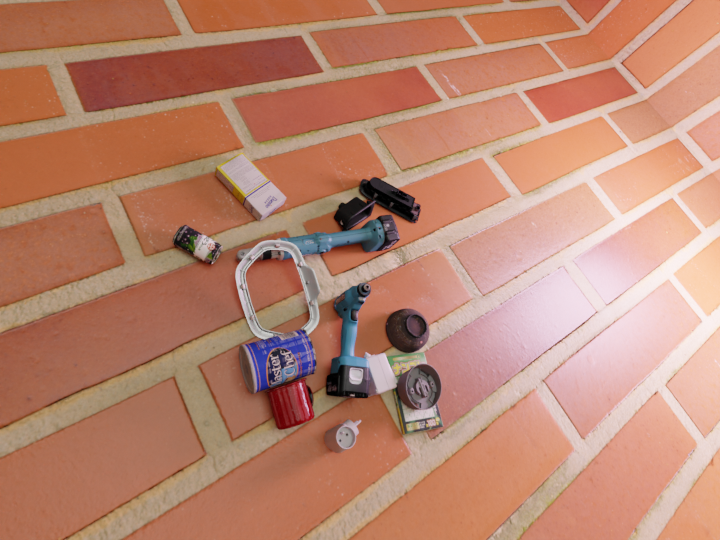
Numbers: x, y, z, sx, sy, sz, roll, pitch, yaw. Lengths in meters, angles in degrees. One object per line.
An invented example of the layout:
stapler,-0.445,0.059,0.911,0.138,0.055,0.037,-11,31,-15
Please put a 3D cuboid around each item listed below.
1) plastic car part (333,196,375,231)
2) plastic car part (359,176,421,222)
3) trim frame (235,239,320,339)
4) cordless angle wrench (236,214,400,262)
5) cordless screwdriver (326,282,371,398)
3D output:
plastic car part,-0.026,-0.165,1.177,0.114,0.064,0.074,-33,66,-27
plastic car part,0.092,-0.215,1.241,0.202,0.067,0.067,25,66,-3
trim frame,-0.188,0.049,0.988,0.180,0.028,0.250,-16,84,-18
cordless angle wrench,-0.105,-0.069,1.079,0.411,0.098,0.076,-11,74,-21
cordless screwdriver,-0.017,0.155,0.953,0.072,0.160,0.254,11,64,-19
